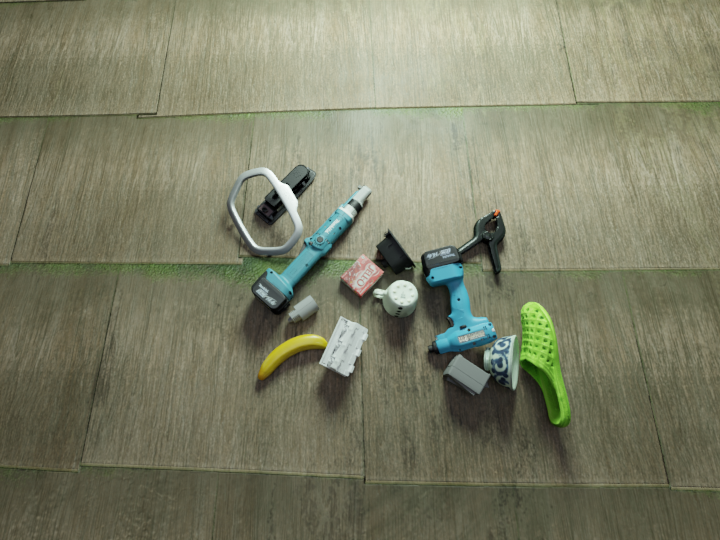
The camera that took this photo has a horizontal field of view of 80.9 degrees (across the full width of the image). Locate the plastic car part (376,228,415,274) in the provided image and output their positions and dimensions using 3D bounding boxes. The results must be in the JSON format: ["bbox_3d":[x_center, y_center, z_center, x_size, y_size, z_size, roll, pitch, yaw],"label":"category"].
[{"bbox_3d":[0.082,-0.040,1.093,0.071,0.064,0.119,-33,76,6],"label":"plastic car part"}]

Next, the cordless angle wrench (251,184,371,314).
[{"bbox_3d":[-0.108,-0.071,1.107,0.101,0.073,0.421,38,74,12],"label":"cordless angle wrench"}]

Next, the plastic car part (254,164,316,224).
[{"bbox_3d":[-0.208,-0.224,1.172,0.069,0.065,0.202,37,74,19],"label":"plastic car part"}]

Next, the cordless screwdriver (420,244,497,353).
[{"bbox_3d":[0.208,0.073,1.032,0.161,0.071,0.255,-21,72,12],"label":"cordless screwdriver"}]

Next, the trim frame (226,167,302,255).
[{"bbox_3d":[-0.255,-0.155,1.128,0.186,0.027,0.252,-33,82,15],"label":"trim frame"}]
